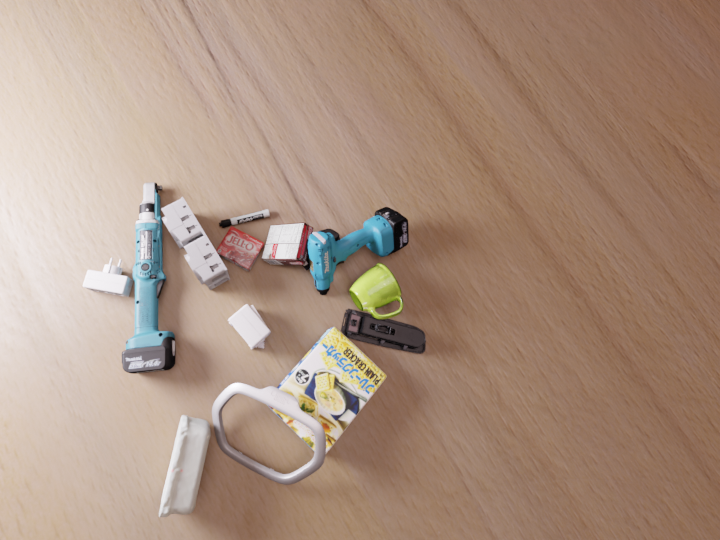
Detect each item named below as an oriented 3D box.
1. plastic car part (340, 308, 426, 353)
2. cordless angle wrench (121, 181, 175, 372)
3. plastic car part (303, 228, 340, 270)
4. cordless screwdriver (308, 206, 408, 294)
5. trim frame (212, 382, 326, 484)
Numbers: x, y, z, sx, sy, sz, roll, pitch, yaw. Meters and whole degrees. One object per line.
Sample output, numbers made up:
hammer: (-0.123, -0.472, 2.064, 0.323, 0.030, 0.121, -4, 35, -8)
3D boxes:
plastic car part: (0.062, 0.138, 0.967, 0.200, 0.067, 0.067, 16, 66, -8)
cordless angle wrench: (-0.460, 0.001, 0.920, 0.096, 0.074, 0.432, -5, 73, -12)
plastic car part: (-0.097, -0.064, 0.993, 0.115, 0.071, 0.067, -36, 86, -14)
cordless screwdriver: (-0.006, -0.045, 0.985, 0.243, 0.154, 0.079, -22, 40, -24)
trim frame: (-0.186, 0.323, 0.845, 0.254, 0.027, 0.183, 23, 102, 11)
